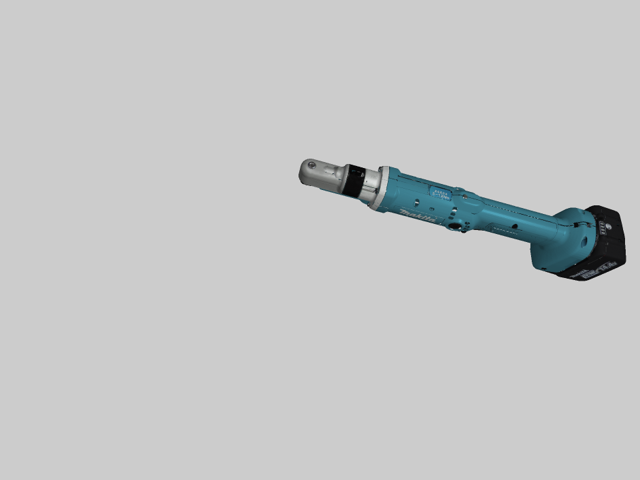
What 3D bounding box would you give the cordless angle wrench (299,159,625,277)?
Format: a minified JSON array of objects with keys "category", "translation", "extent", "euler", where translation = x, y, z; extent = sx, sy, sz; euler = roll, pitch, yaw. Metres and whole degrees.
[{"category":"cordless angle wrench","translation":[0.178,-0.039,0.556],"extent":[0.423,0.074,0.098],"euler":[14,-26,-5]}]
